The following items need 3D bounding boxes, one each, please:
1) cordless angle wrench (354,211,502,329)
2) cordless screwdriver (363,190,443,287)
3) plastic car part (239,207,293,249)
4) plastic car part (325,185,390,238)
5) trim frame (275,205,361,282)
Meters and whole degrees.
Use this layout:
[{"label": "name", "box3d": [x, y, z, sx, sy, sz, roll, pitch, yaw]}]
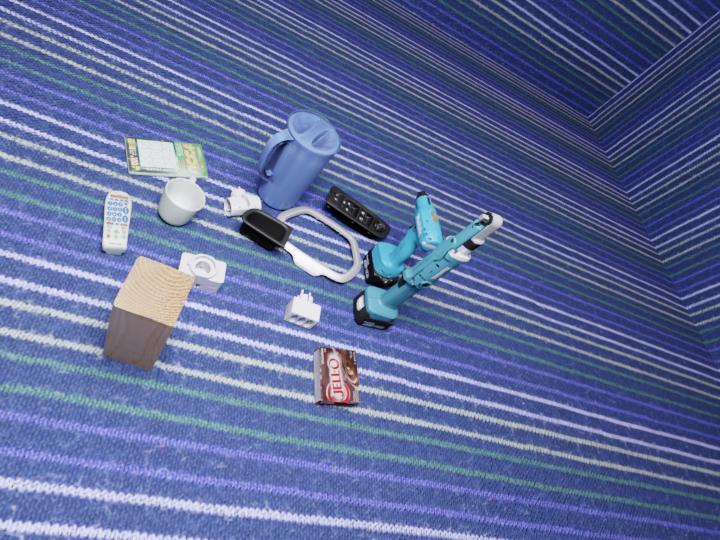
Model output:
[{"label": "cordless angle wrench", "box3d": [0.129, 0.008, 0.881, 0.094, 0.427, 0.076, 17, 53, -26]}, {"label": "cordless screwdriver", "box3d": [0.100, -0.072, 1.042, 0.071, 0.251, 0.164, 16, 53, -27]}, {"label": "plastic car part", "box3d": [-0.227, -0.090, 0.975, 0.114, 0.071, 0.067, 29, 48, -13]}, {"label": "plastic car part", "box3d": [-0.012, -0.143, 1.149, 0.199, 0.067, 0.067, 30, 48, -11]}, {"label": "trim frame", "box3d": [-0.104, -0.068, 1.066, 0.245, 0.028, 0.185, 32, 47, -8]}]
